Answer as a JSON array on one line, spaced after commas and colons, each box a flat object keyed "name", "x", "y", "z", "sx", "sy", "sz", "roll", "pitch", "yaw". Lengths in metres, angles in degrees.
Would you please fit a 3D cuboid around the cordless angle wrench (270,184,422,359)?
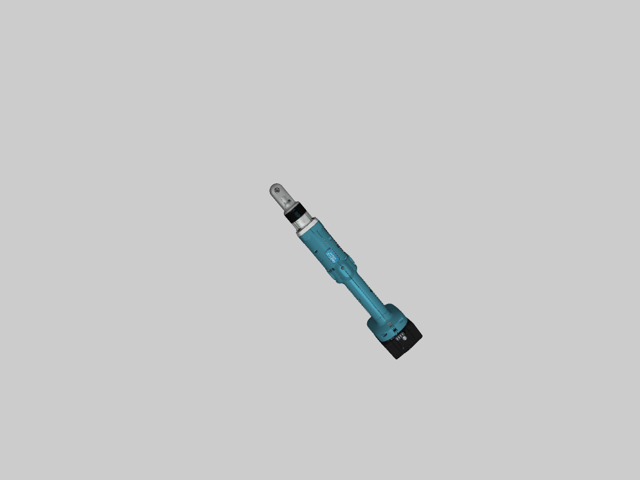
[{"name": "cordless angle wrench", "x": 0.041, "y": 0.055, "z": 0.848, "sx": 0.074, "sy": 0.423, "sz": 0.098, "roll": -40, "pitch": 9, "yaw": -3}]
